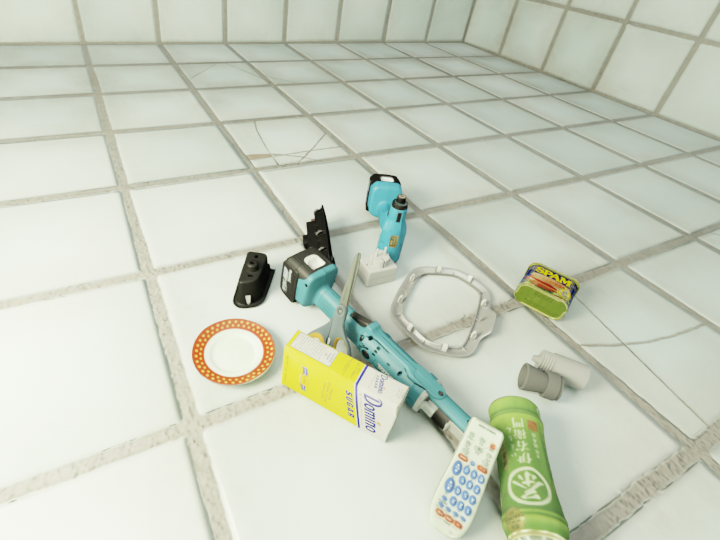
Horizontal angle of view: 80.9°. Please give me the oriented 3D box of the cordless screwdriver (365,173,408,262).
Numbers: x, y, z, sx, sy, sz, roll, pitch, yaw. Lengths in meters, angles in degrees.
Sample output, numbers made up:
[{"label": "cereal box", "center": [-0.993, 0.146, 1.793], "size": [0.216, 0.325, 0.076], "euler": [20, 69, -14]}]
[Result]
[{"label": "cordless screwdriver", "center": [0.063, -0.147, 0.952], "size": [0.074, 0.155, 0.256], "euler": [6, 37, -7]}]

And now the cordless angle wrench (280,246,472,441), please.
[{"label": "cordless angle wrench", "center": [0.026, 0.121, 0.683], "size": [0.072, 0.096, 0.444], "euler": [-25, 53, -36]}]

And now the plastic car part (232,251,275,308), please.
[{"label": "plastic car part", "center": [-0.200, 0.008, 0.788], "size": [0.066, 0.069, 0.119], "euler": [7, 36, -2]}]

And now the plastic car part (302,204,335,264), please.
[{"label": "plastic car part", "center": [-0.087, -0.057, 0.893], "size": [0.066, 0.064, 0.212], "euler": [-9, 41, -8]}]

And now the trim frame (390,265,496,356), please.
[{"label": "trim frame", "center": [0.162, 0.066, 0.812], "size": [0.190, 0.027, 0.246], "euler": [22, 40, 16]}]
